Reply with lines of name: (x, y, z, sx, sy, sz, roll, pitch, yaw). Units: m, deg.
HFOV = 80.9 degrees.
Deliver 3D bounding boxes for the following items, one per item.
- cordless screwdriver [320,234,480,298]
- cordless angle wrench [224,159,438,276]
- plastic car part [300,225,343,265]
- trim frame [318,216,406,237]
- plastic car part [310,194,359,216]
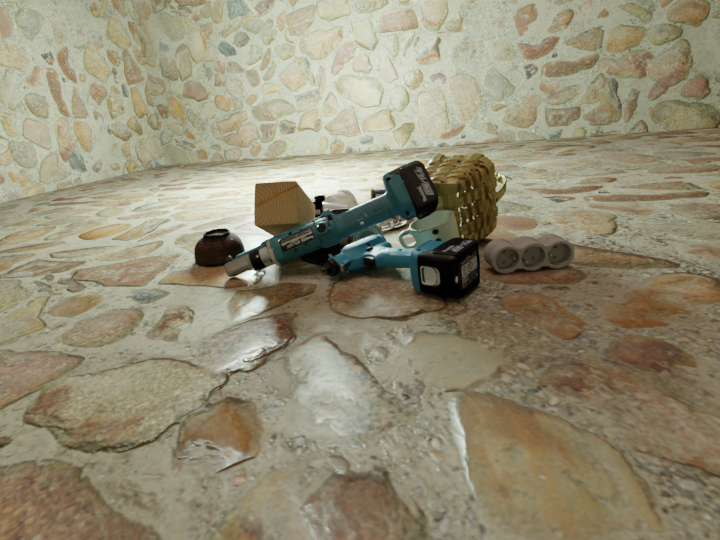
cordless screwdriver: (0.061, -0.011, 0.720, 0.154, 0.073, 0.262, -24, 24, -40)
cordless angle wrench: (-0.067, -0.076, 0.801, 0.427, 0.100, 0.072, -22, -14, 8)
plastic car part: (-0.086, -0.056, 0.875, 0.064, 0.069, 0.123, -21, 28, -40)
trim frame: (0.002, -0.122, 1.082, 0.242, 0.027, 0.194, -18, 23, -24)
plastic car part: (-0.099, -0.189, 1.240, 0.206, 0.066, 0.066, 1, 13, 9)
